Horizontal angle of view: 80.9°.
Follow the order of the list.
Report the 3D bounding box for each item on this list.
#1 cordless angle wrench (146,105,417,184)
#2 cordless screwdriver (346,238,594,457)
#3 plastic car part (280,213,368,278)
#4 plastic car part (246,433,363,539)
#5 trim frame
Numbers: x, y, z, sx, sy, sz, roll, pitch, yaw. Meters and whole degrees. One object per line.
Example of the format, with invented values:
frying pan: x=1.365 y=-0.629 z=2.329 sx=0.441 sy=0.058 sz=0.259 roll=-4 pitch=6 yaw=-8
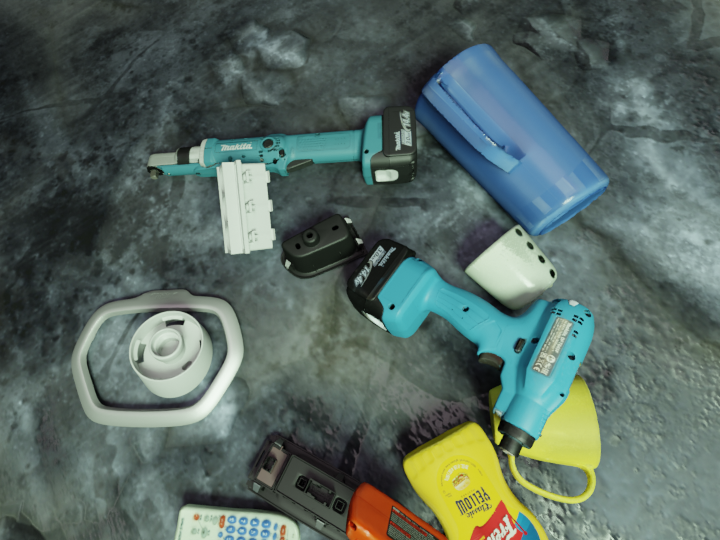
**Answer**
cordless angle wrench: x=-0.132 y=-0.177 z=0.645 sx=0.431 sy=0.071 sz=0.100 roll=-1 pitch=70 yaw=11
cordless screwdriver: x=0.096 y=0.069 z=0.468 sx=0.262 sy=0.070 sz=0.159 roll=23 pitch=71 yaw=33
plastic car part: x=-0.056 y=-0.037 z=0.574 sx=0.116 sy=0.069 sz=0.068 roll=-25 pitch=67 yaw=-5
plastic car part: x=-0.026 y=0.251 z=0.460 sx=0.208 sy=0.065 sz=0.066 roll=24 pitch=55 yaw=13
trim frame: x=-0.278 y=0.113 z=0.574 sx=0.252 sy=0.026 sz=0.188 roll=-5 pitch=69 yaw=9
